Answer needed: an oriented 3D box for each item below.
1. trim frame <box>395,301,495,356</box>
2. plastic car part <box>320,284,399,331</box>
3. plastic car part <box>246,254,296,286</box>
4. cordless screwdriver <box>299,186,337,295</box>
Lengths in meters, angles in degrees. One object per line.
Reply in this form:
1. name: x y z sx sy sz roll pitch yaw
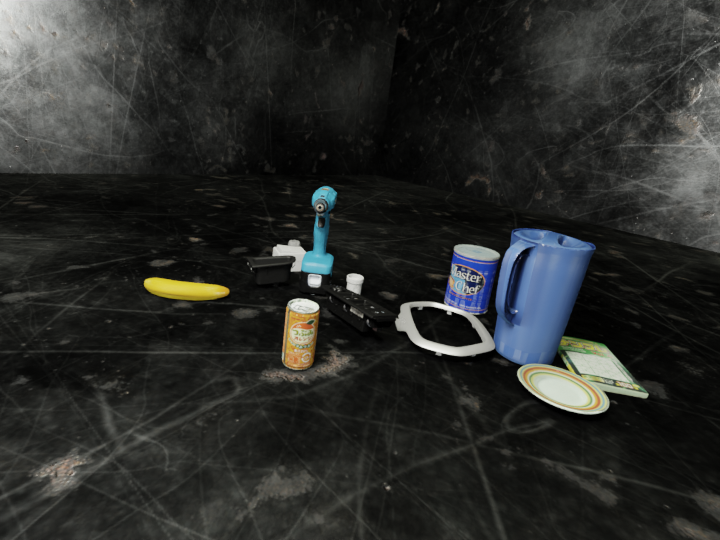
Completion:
1. trim frame: 0.166 0.115 0.870 0.184 0.027 0.252 5 19 -2
2. plastic car part: -0.013 0.079 0.862 0.064 0.066 0.214 -5 22 -33
3. plastic car part: -0.210 0.004 1.012 0.113 0.070 0.069 -2 20 -23
4. cordless screwdriver: -0.095 -0.062 0.970 0.075 0.245 0.161 7 17 -1
